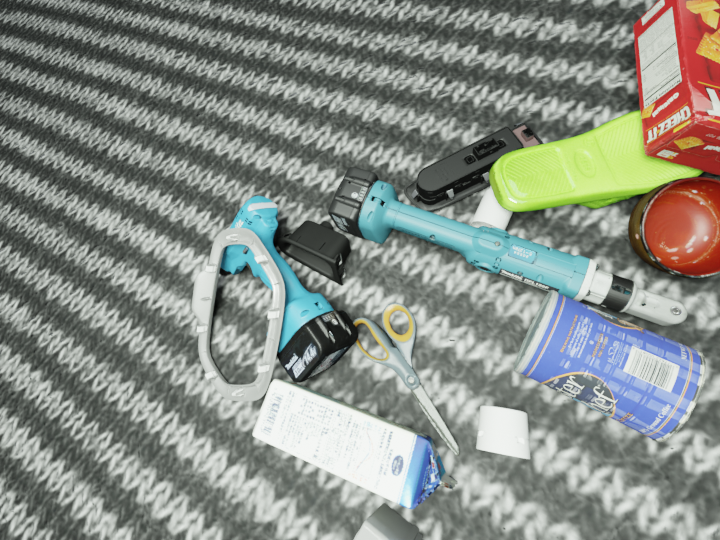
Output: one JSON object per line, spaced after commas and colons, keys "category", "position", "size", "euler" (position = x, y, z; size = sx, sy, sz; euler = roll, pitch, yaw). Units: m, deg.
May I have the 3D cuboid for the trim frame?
{"category": "trim frame", "position": [-0.175, 0.063, 0.581], "size": [0.195, 0.026, 0.246], "euler": [24, 108, 38]}

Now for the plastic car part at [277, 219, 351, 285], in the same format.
{"category": "plastic car part", "position": [-0.062, -0.040, 0.630], "size": [0.122, 0.063, 0.070], "euler": [29, 66, 26]}

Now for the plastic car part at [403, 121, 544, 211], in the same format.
{"category": "plastic car part", "position": [0.160, -0.148, 0.599], "size": [0.205, 0.065, 0.068], "euler": [-27, 74, 8]}

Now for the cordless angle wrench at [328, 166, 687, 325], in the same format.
{"category": "cordless angle wrench", "position": [0.165, -0.026, 0.538], "size": [0.438, 0.094, 0.074], "euler": [22, 80, 19]}

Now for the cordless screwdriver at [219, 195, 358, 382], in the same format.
{"category": "cordless screwdriver", "position": [-0.123, 0.035, 0.598], "size": [0.160, 0.071, 0.257], "euler": [-49, 66, 36]}
